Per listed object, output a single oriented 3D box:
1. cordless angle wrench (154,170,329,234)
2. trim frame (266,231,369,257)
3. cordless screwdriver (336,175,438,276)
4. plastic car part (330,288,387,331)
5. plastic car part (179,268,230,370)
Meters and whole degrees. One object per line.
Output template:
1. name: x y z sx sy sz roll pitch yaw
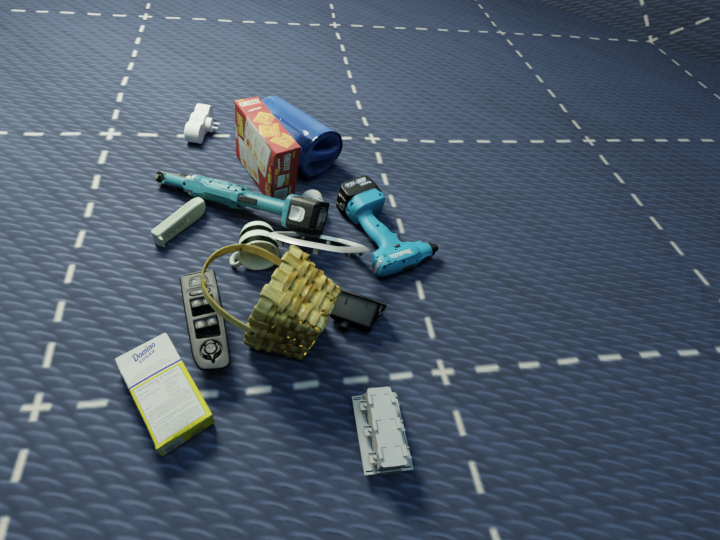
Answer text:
1. cordless angle wrench: -0.283 -0.169 0.962 0.435 0.074 0.096 16 8 15
2. trim frame: -0.083 -0.054 0.851 0.191 0.027 0.241 15 11 20
3. cordless screwdriver: 0.056 -0.109 0.974 0.155 0.073 0.259 -18 61 -21
4. plastic car part: -0.015 0.084 0.827 0.118 0.064 0.072 15 66 7
5. plastic car part: -0.283 0.097 0.770 0.064 0.066 0.213 -8 50 -24
